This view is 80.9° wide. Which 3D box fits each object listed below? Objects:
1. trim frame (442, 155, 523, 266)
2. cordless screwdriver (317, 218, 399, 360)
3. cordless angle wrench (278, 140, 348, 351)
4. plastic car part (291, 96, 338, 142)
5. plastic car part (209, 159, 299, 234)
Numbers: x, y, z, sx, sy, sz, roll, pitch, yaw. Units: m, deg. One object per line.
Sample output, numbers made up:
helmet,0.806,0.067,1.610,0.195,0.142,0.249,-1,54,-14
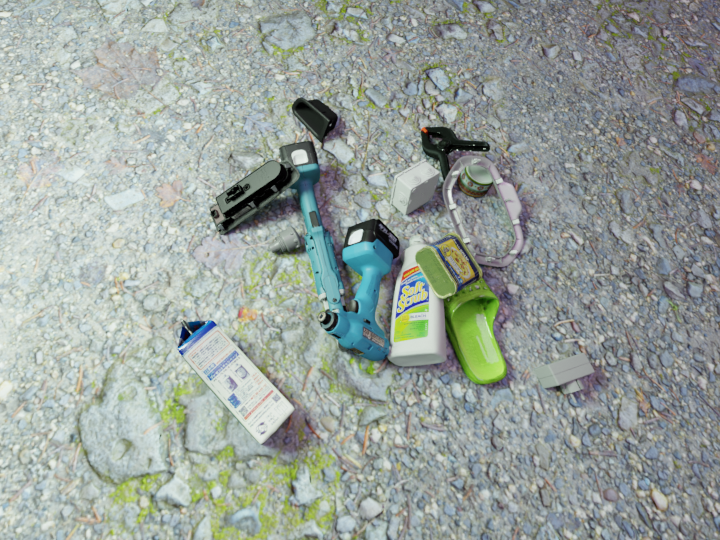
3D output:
trim frame,0.264,-0.126,0.890,0.179,0.028,0.249,-23,89,-25
cordless screwdriver,-0.003,0.020,0.755,0.150,0.077,0.254,35,50,-38
cordless angle wrench,-0.081,-0.053,0.825,0.074,0.096,0.434,-13,71,-8
plastic car part,-0.098,-0.366,0.991,0.069,0.065,0.120,-27,68,-36
plastic car part,-0.215,-0.154,0.819,0.204,0.064,0.069,-30,64,9
